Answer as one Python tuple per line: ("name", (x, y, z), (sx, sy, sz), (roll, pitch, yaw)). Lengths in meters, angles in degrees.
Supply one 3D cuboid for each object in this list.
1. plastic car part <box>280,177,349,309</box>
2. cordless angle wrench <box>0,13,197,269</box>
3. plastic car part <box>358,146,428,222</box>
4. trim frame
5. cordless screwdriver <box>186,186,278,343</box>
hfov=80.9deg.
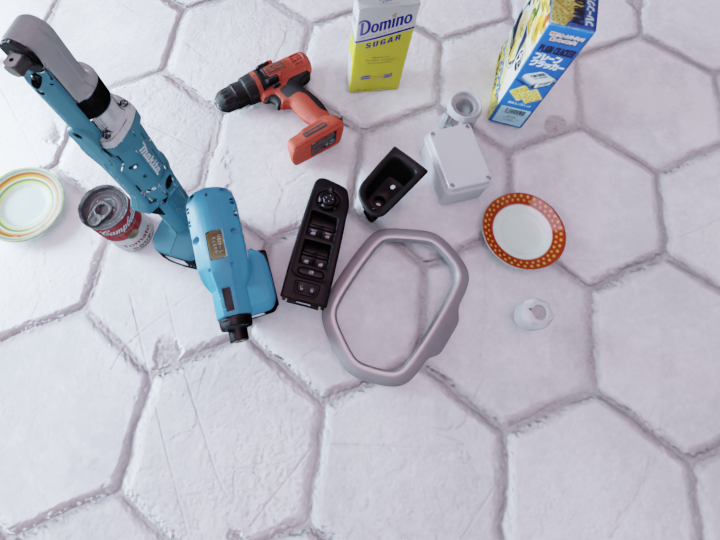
("plastic car part", (-0.062, -0.040, 0.633), (0.067, 0.066, 0.205), (12, 72, 1))
("cordless angle wrench", (-0.237, -0.103, 0.469), (0.075, 0.417, 0.099), (17, 74, -1))
("plastic car part", (0.038, -0.122, 0.659), (0.067, 0.070, 0.116), (39, 75, 9))
("trim frame", (0.054, 0.047, 0.625), (0.188, 0.027, 0.248), (32, 74, 10))
("cordless screwdriver", (-0.147, 0.019, 0.519), (0.074, 0.245, 0.163), (-14, 75, -9))
